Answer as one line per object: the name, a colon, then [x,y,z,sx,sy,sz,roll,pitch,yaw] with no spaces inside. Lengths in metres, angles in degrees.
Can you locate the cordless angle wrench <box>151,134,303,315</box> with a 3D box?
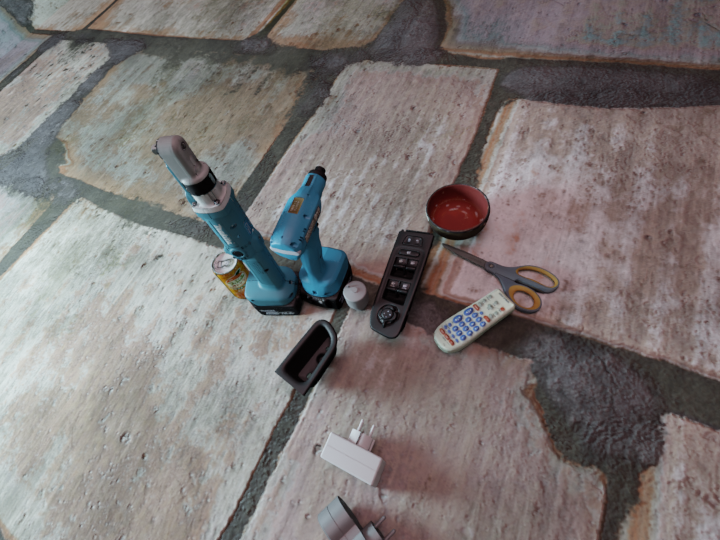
cordless angle wrench: [-0.184,-0.047,0.651,0.100,0.404,0.076,-1,59,11]

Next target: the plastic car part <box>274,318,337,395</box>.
plastic car part: [-0.075,0.148,0.703,0.069,0.068,0.116,29,70,27]

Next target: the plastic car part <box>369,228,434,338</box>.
plastic car part: [0.071,0.027,0.740,0.069,0.064,0.204,13,63,21]

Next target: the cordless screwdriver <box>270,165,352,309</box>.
cordless screwdriver: [-0.070,-0.046,0.720,0.077,0.238,0.161,10,62,17]
